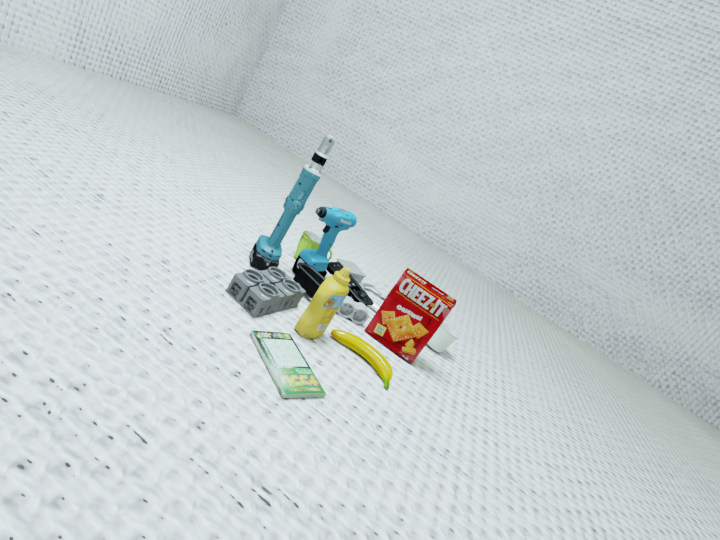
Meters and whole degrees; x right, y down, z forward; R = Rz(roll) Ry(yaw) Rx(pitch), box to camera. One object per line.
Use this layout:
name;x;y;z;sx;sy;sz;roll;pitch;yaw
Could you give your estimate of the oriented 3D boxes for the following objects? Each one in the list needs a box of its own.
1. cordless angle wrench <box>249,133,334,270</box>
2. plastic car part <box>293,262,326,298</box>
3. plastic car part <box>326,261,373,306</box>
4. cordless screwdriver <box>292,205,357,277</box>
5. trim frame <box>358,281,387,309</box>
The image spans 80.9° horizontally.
cordless angle wrench;-0.184;-0.186;1.177;0.071;0.422;0.102;24;19;-25
plastic car part;-0.146;0.037;1.213;0.121;0.071;0.063;38;18;22
plastic car part;-0.043;0.054;1.342;0.063;0.067;0.214;9;28;-51
cordless screwdriver;-0.125;-0.082;1.278;0.151;0.248;0.078;10;28;-51
trim frame;0.090;0.120;1.442;0.256;0.027;0.179;35;18;15
